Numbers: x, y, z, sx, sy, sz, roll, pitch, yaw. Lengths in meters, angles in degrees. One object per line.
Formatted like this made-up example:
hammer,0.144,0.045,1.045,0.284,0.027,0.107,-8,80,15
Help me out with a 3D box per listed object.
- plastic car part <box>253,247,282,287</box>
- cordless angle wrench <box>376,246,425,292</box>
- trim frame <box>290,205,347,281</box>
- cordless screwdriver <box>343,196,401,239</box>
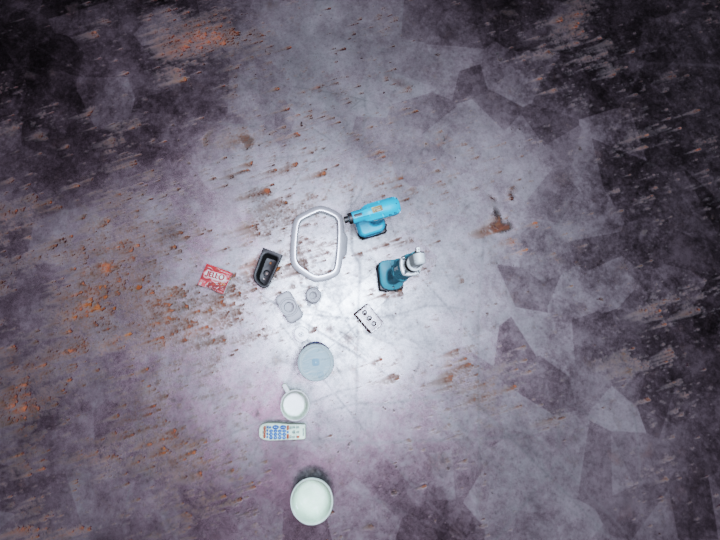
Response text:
plastic car part,-0.294,-0.002,1.324,0.066,0.070,0.117,20,80,-1
cordless angle wrench,0.112,-0.002,1.153,0.074,0.421,0.099,-5,84,-7
trim frame,-0.133,-0.087,1.364,0.184,0.027,0.251,2,80,-1
cordless screwdriver,0.019,-0.149,1.266,0.158,0.248,0.075,-16,85,-7
